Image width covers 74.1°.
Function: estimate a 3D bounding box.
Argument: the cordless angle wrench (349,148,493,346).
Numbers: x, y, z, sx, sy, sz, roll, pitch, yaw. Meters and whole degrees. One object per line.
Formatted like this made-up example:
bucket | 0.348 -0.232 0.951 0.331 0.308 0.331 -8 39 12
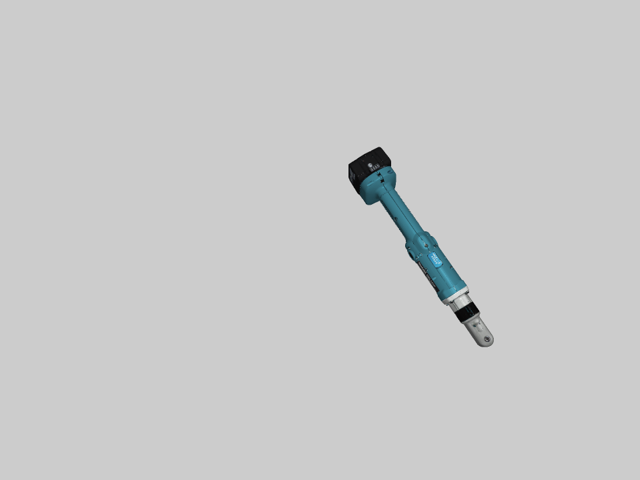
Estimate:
cordless angle wrench | 0.194 0.015 0.809 0.074 0.422 0.098 -31 -15 -4
